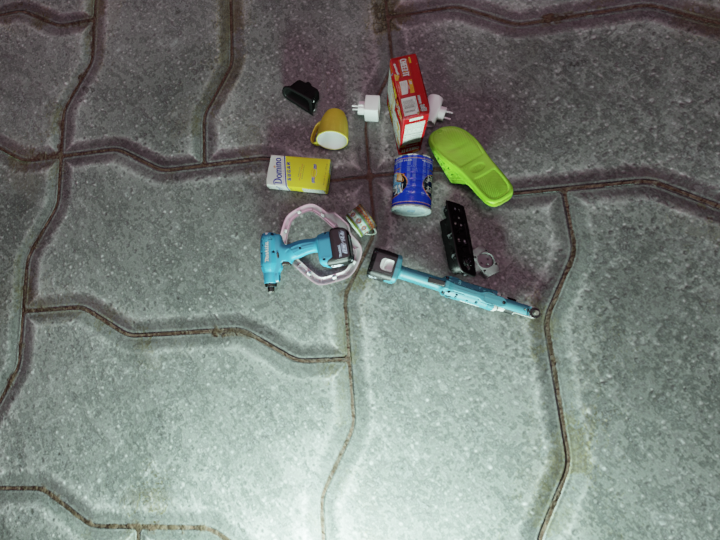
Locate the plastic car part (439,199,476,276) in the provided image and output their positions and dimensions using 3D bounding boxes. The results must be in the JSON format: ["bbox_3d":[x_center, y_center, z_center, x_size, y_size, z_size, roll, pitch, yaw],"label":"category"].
[{"bbox_3d":[0.238,-0.075,1.066,0.068,0.063,0.209,-33,54,40],"label":"plastic car part"}]

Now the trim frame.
[{"bbox_3d":[-0.113,-0.074,1.159,0.256,0.027,0.184,43,88,16],"label":"trim frame"}]

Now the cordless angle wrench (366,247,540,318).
[{"bbox_3d":[0.227,0.043,1.054,0.430,0.096,0.074,18,84,8],"label":"cordless angle wrench"}]

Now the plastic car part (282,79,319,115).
[{"bbox_3d":[-0.167,-0.522,1.240,0.120,0.064,0.070,38,72,16],"label":"plastic car part"}]

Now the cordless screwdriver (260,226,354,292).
[{"bbox_3d":[-0.144,-0.029,1.111,0.253,0.072,0.161,-5,80,12],"label":"cordless screwdriver"}]
